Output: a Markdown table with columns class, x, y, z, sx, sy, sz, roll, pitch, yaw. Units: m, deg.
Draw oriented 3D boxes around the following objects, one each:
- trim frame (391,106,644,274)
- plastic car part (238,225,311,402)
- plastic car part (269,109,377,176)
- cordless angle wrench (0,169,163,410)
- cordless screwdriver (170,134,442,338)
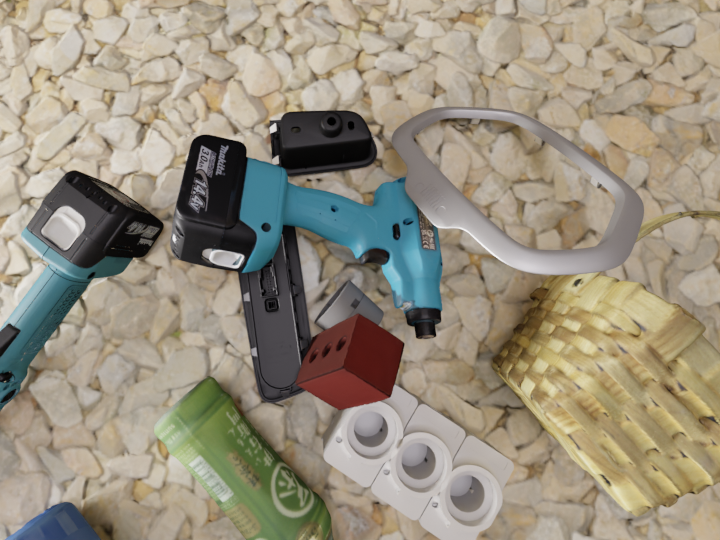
| class | x | y | z | sx | sy | sz | roll | pitch | yaw |
| --- | --- | --- | --- | --- | --- | --- | --- | --- | --- |
| trim frame | 0.135 | -0.090 | 0.397 | 0.181 | 0.027 | 0.261 | -20 | 54 | -16 |
| plastic car part | -0.085 | 0.029 | 0.420 | 0.065 | 0.068 | 0.204 | -8 | 85 | -13 |
| plastic car part | -0.039 | -0.139 | 0.437 | 0.117 | 0.070 | 0.066 | -5 | 86 | 0 |
| cordless angle wrench | -0.351 | 0.101 | 0.398 | 0.075 | 0.098 | 0.423 | 35 | 88 | 0 |
| cordless screwdriver | -0.037 | -0.024 | 0.376 | 0.241 | 0.075 | 0.163 | 6 | 64 | -20 |
